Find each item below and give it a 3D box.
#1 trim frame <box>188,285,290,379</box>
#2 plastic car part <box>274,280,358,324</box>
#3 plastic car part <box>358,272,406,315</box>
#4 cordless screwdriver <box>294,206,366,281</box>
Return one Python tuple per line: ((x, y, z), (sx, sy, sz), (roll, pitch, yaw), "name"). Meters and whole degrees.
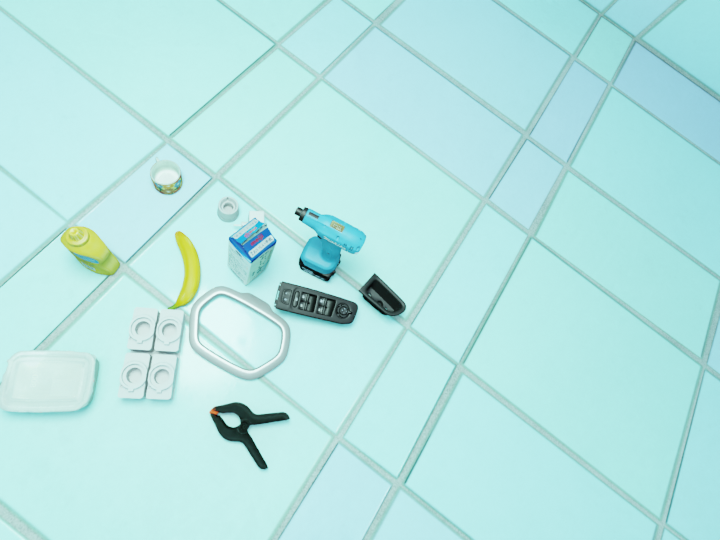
((-0.281, 0.141, 0.986), (0.248, 0.027, 0.185), (28, 67, -2), "trim frame")
((-0.108, 0.087, 1.024), (0.200, 0.067, 0.067), (14, 69, -8), "plastic car part")
((0.050, 0.075, 1.063), (0.117, 0.071, 0.065), (44, 66, 3), "plastic car part")
((-0.096, -0.063, 0.983), (0.158, 0.250, 0.075), (29, 67, -6), "cordless screwdriver")
